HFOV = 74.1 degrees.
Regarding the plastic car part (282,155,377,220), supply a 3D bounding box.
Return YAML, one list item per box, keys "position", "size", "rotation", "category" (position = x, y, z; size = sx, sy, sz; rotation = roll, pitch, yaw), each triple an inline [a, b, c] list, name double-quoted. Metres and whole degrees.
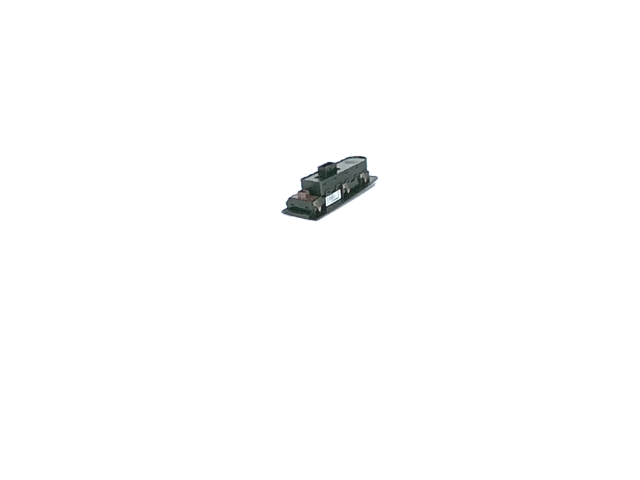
- position: [0.021, -0.094, 0.682]
  size: [0.067, 0.067, 0.201]
  rotation: [5, 23, 37]
  category: "plastic car part"
